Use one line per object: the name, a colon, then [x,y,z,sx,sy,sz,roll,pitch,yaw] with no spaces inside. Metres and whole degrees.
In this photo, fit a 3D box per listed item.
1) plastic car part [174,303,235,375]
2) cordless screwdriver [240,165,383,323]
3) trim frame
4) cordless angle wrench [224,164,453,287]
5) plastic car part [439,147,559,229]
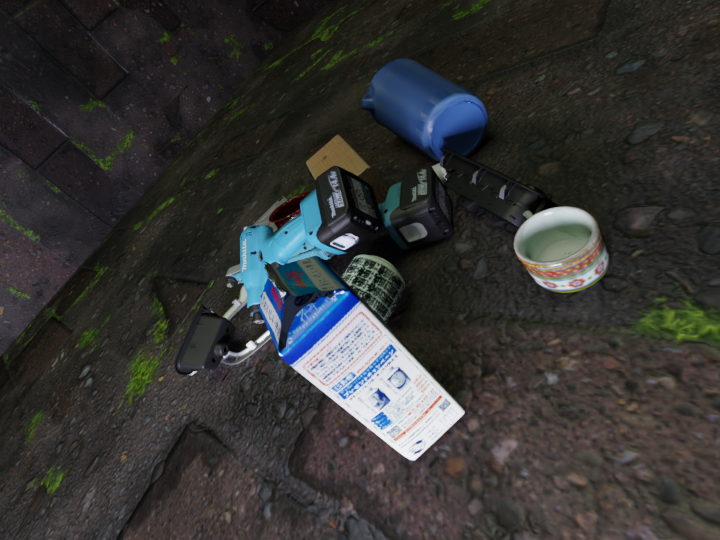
plastic car part: [-0.247,0.121,0.699,0.073,0.062,0.118,-6,51,25]
cordless screwdriver: [-0.087,-0.030,0.609,0.255,0.070,0.164,-26,58,34]
trim frame: [-0.176,0.062,0.749,0.249,0.026,0.193,-43,33,5]
cordless angle wrench: [-0.067,-0.044,0.688,0.437,0.070,0.100,-17,41,30]
plastic car part: [0.164,-0.102,0.542,0.067,0.063,0.213,-52,33,6]
